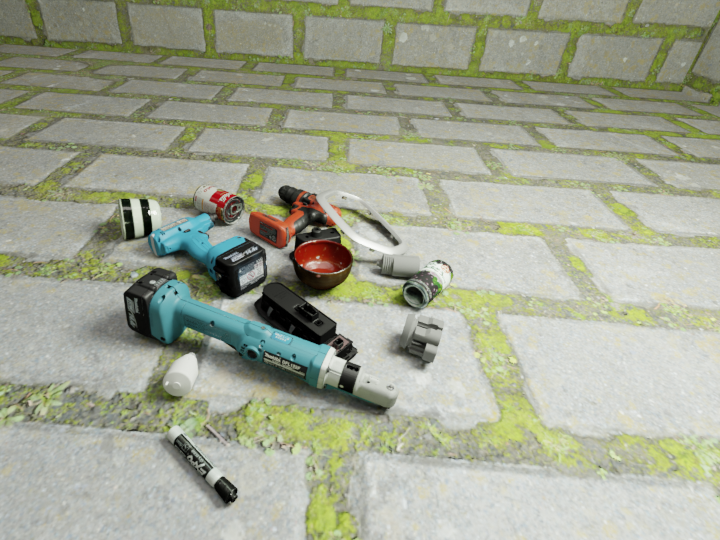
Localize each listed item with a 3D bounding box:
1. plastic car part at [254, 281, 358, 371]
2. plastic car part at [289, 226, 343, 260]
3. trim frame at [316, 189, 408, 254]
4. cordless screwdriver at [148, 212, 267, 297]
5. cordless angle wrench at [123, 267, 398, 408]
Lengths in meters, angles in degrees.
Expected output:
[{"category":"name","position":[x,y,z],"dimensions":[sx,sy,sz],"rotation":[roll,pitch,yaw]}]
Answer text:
[{"category":"plastic car part","position":[-0.100,0.079,0.692],"dimensions":[0.214,0.065,0.065],"rotation":[28,48,33]},{"category":"plastic car part","position":[-0.085,-0.055,0.865],"dimensions":[0.113,0.069,0.069],"rotation":[-8,37,-22]},{"category":"trim frame","position":[0.003,-0.110,0.935],"dimensions":[0.175,0.027,0.262],"rotation":[-3,39,-41]},{"category":"cordless screwdriver","position":[-0.284,-0.049,0.839],"dimensions":[0.261,0.072,0.156],"rotation":[22,39,29]},{"category":"cordless angle wrench","position":[-0.150,0.107,0.626],"dimensions":[0.434,0.096,0.074],"rotation":[18,34,13]}]
